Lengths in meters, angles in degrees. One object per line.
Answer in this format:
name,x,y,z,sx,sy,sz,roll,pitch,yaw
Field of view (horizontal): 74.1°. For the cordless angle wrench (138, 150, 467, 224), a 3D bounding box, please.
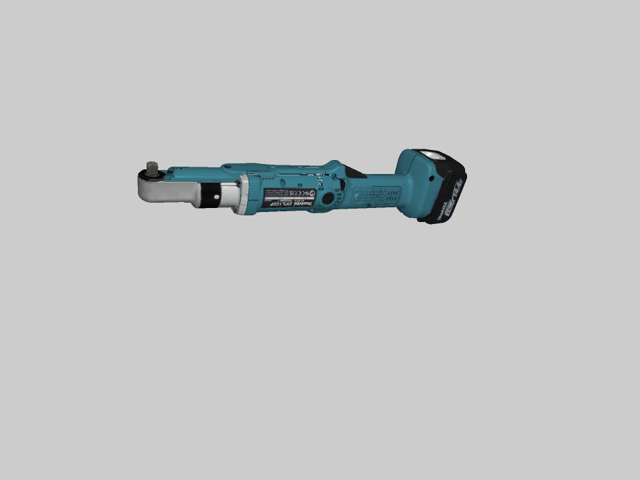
cordless angle wrench,0.000,-0.065,0.530,0.422,0.098,0.074,-4,34,-29
